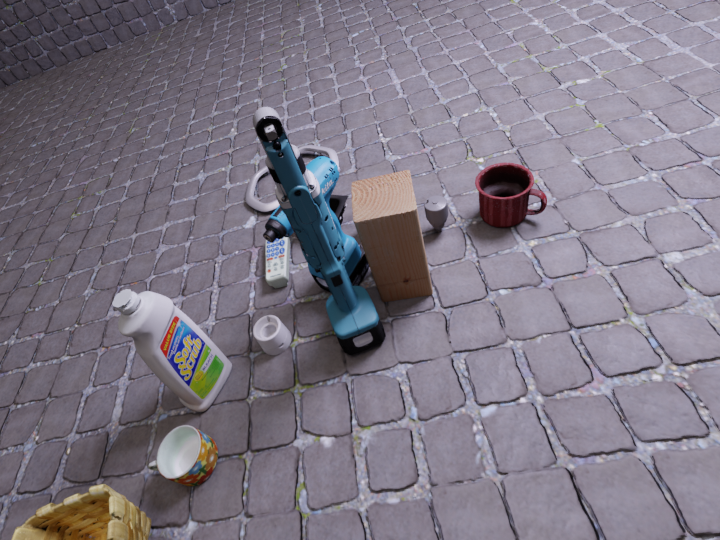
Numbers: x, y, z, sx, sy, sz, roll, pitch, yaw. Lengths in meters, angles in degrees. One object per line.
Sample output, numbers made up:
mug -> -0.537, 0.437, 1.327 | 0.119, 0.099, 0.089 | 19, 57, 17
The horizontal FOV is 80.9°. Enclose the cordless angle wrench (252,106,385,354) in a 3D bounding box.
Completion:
cordless angle wrench -> -0.049, -0.029, 0.560 | 0.074, 0.403, 0.103 | -22, 48, -2

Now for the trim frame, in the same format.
trim frame -> -0.167, -0.225, 1.022 | 0.247, 0.026, 0.194 | -31, 48, -6

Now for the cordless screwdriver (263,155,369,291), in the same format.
cordless screwdriver -> -0.068, -0.044, 0.692 | 0.078, 0.237, 0.159 | 18, 59, 30

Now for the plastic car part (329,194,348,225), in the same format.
plastic car part -> -0.082, -0.114, 0.869 | 0.121, 0.067, 0.066 | 7, 54, 25
